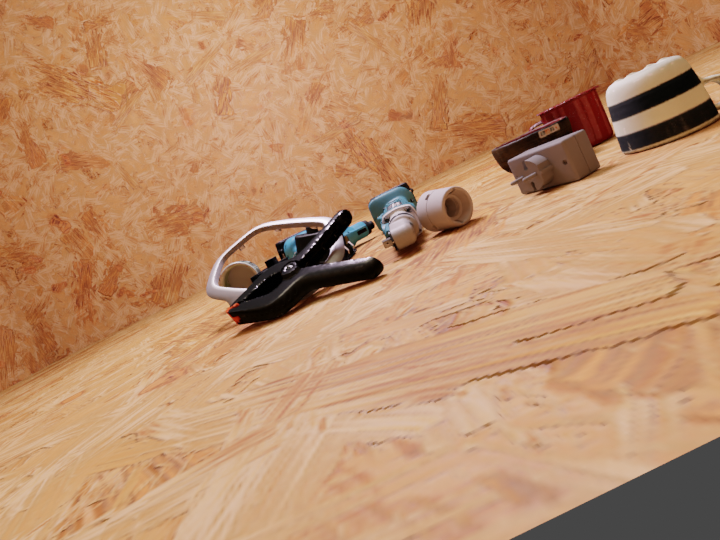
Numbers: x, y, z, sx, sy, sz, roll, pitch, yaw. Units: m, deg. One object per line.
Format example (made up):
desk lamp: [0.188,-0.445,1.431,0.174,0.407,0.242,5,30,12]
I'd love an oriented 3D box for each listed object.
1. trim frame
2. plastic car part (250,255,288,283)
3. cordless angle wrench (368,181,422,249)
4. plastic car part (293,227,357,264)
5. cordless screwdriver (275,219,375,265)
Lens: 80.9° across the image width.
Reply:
trim frame: [-0.133,-0.014,0.643,0.259,0.026,0.185,-1,48,30]
plastic car part: [-0.146,0.011,0.740,0.067,0.066,0.204,-19,12,5]
cordless angle wrench: [0.063,-0.090,0.704,0.099,0.073,0.424,-25,11,9]
plastic car part: [-0.074,-0.048,0.758,0.120,0.070,0.065,-6,12,18]
cordless screwdriver: [-0.085,-0.061,0.939,0.156,0.073,0.258,-29,13,-24]
